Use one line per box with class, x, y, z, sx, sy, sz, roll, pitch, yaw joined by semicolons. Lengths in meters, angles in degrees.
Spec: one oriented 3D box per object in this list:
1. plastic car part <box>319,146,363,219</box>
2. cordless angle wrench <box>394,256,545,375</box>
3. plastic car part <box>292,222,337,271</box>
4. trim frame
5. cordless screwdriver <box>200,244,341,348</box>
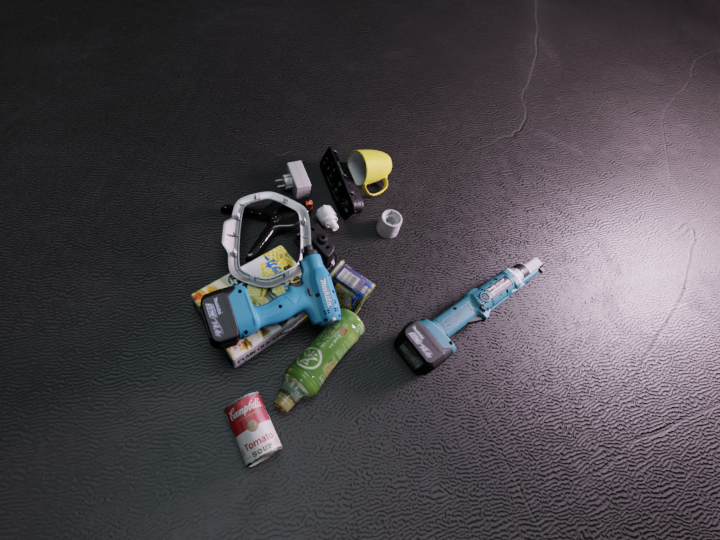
plastic car part;-0.044;-0.211;1.053;0.064;0.067;0.211;7;52;-37
cordless angle wrench;0.258;0.071;0.913;0.414;0.073;0.102;-30;68;-26
plastic car part;-0.092;-0.060;0.943;0.065;0.069;0.121;-31;65;-23
trim frame;-0.196;-0.075;0.891;0.182;0.027;0.256;-1;58;-6
cordless screwdriver;-0.168;0.045;0.780;0.242;0.074;0.163;-12;73;-21
